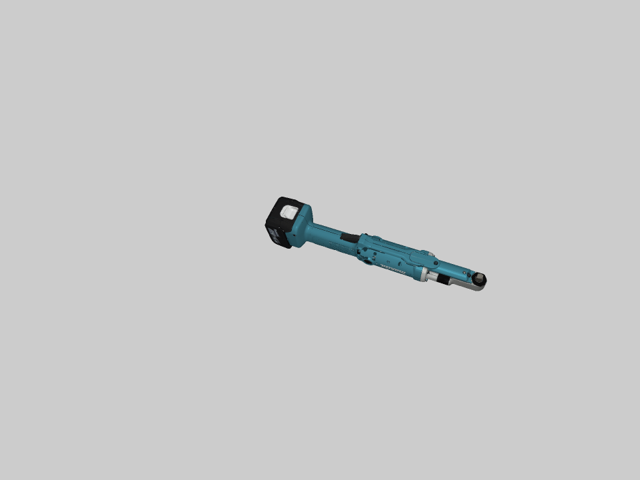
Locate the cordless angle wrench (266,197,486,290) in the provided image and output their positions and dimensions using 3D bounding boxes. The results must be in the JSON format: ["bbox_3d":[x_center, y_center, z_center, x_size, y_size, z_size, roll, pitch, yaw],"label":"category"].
[{"bbox_3d":[0.098,0.018,0.812,0.423,0.074,0.098,18,-25,18],"label":"cordless angle wrench"}]
